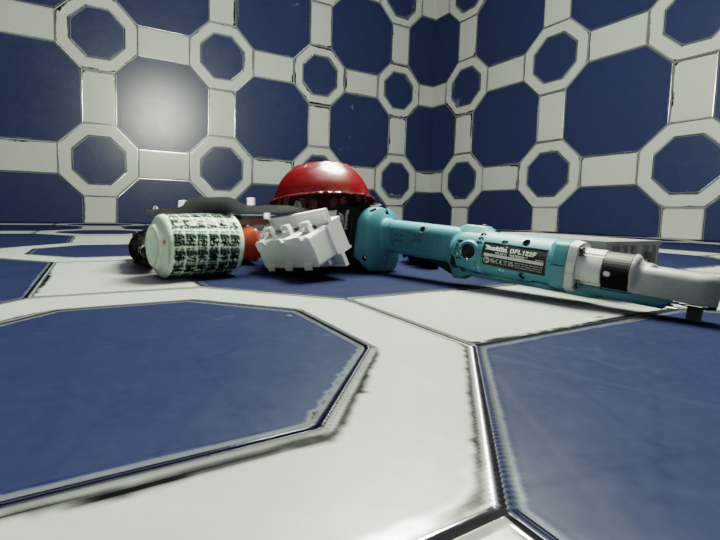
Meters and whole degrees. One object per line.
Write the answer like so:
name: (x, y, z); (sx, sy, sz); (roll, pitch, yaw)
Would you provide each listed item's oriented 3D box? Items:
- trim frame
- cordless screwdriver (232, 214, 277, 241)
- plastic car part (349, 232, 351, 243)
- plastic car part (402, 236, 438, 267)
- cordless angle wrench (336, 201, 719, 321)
trim frame: (-0.194, -0.087, 0.635); (0.251, 0.027, 0.182); (1, 1, 4)
cordless screwdriver: (-0.241, -0.074, 0.879); (0.152, 0.074, 0.261); (-4, 5, -38)
plastic car part: (-0.068, -0.045, 0.697); (0.115, 0.067, 0.070); (-11, -14, -6)
plastic car part: (0.110, -0.040, 0.754); (0.068, 0.066, 0.199); (-24, 1, 17)
cordless angle wrench: (0.138, -0.021, 0.499); (0.071, 0.097, 0.446); (1, 9, -45)
